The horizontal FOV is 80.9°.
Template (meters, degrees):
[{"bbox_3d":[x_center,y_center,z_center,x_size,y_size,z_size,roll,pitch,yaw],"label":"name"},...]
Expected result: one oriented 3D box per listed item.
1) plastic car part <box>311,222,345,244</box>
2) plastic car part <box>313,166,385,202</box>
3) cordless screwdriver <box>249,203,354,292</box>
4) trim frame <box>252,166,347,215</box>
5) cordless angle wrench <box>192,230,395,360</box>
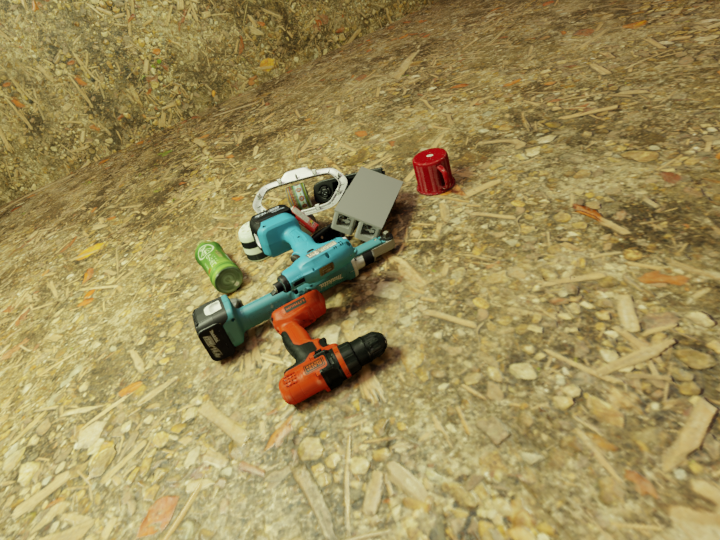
[{"bbox_3d":[-0.093,-0.061,0.953,0.074,0.064,0.115,-1,36,49],"label":"plastic car part"},{"bbox_3d":[-0.029,-0.227,1.115,0.208,0.064,0.068,-9,28,19],"label":"plastic car part"},{"bbox_3d":[-0.145,-0.043,0.823,0.156,0.071,0.263,-31,37,-24],"label":"cordless screwdriver"},{"bbox_3d":[-0.155,-0.198,1.070,0.250,0.026,0.192,-16,46,4],"label":"trim frame"},{"bbox_3d":[-0.114,0.031,0.829,0.418,0.094,0.078,-27,35,-12],"label":"cordless angle wrench"}]
